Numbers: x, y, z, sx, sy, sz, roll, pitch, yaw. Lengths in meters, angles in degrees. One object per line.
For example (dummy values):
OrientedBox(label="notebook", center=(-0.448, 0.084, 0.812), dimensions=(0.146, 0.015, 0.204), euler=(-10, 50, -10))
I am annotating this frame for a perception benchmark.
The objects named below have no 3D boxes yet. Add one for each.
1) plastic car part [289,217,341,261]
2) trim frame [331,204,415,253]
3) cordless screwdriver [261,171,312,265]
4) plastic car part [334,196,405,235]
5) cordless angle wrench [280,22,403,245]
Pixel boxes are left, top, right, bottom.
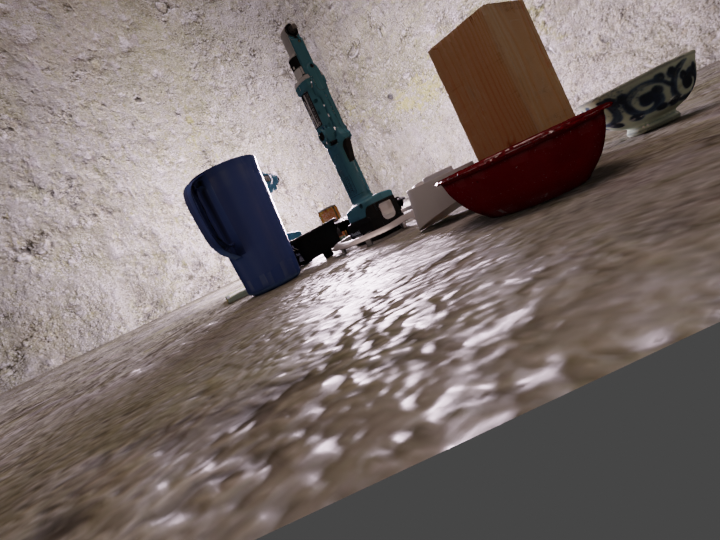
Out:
OrientedBox(label="plastic car part", center=(-0.086, -0.056, 0.882), dimensions=(0.115, 0.070, 0.067), euler=(-27, 5, -15))
OrientedBox(label="trim frame", center=(0.047, -0.085, 0.807), dimensions=(0.190, 0.027, 0.242), euler=(-19, 9, 39))
OrientedBox(label="cordless screwdriver", center=(-0.197, -0.121, 1.011), dimensions=(0.076, 0.248, 0.156), euler=(-24, 3, 24))
OrientedBox(label="plastic car part", center=(0.023, -0.125, 1.021), dimensions=(0.202, 0.067, 0.067), euler=(-26, 4, -4))
OrientedBox(label="cordless angle wrench", center=(-0.049, -0.254, 0.783), dimensions=(0.072, 0.421, 0.101), euler=(-26, 2, -31))
